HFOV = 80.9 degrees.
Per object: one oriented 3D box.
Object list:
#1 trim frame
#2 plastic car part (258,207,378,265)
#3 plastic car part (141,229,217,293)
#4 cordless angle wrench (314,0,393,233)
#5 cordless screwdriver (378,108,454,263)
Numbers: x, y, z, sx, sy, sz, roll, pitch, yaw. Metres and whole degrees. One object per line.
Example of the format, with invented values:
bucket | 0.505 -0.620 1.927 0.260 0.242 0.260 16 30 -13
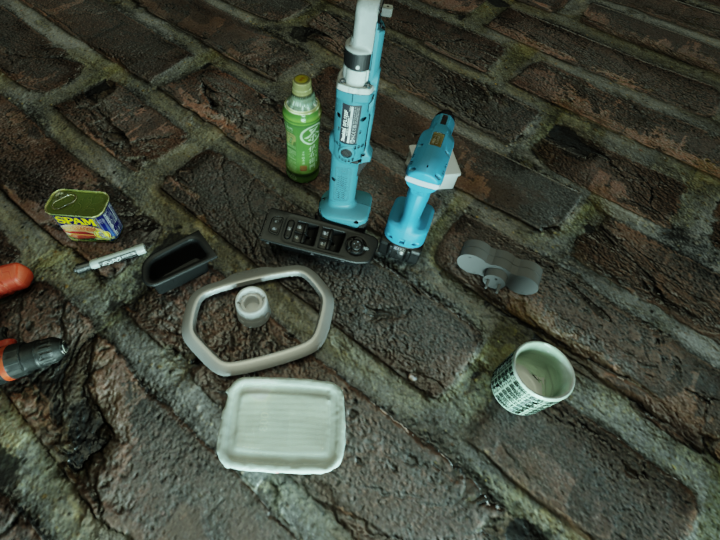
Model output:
trim frame | -0.163 0.071 0.687 0.245 0.027 0.192 -15 59 -12
plastic car part | -0.073 -0.048 0.744 0.205 0.065 0.067 12 58 5
plastic car part | -0.302 -0.003 0.706 0.114 0.069 0.069 -33 66 -22
cordless angle wrench | -0.014 -0.192 0.634 0.099 0.413 0.075 14 58 2
cordless screwdriver | 0.098 -0.131 0.699 0.075 0.243 0.160 20 58 5
